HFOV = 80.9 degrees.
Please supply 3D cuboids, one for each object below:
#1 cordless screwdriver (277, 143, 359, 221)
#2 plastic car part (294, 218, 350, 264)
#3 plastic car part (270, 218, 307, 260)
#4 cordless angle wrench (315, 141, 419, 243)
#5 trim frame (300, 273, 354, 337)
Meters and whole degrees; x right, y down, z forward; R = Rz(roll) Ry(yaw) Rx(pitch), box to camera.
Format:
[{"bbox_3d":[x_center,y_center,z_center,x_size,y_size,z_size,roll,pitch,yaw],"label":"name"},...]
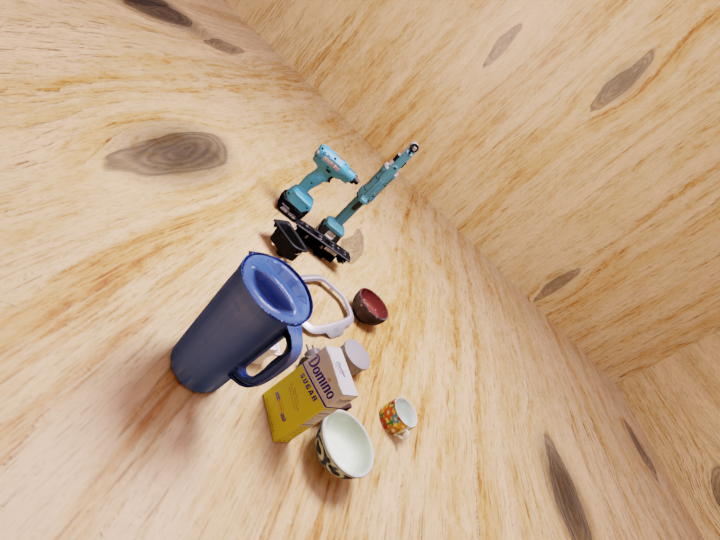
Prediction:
[{"bbox_3d":[-0.133,-0.250,1.303,0.154,0.251,0.076,39,27,-17],"label":"cordless screwdriver"},{"bbox_3d":[-0.125,-0.082,1.275,0.198,0.068,0.067,39,26,-13],"label":"plastic car part"},{"bbox_3d":[-0.202,-0.073,1.138,0.063,0.071,0.121,3,48,-56],"label":"plastic car part"},{"bbox_3d":[0.020,-0.236,1.305,0.072,0.427,0.099,40,26,-16],"label":"cordless angle wrench"},{"bbox_3d":[-0.105,0.087,1.091,0.190,0.028,0.238,54,26,18],"label":"trim frame"}]
